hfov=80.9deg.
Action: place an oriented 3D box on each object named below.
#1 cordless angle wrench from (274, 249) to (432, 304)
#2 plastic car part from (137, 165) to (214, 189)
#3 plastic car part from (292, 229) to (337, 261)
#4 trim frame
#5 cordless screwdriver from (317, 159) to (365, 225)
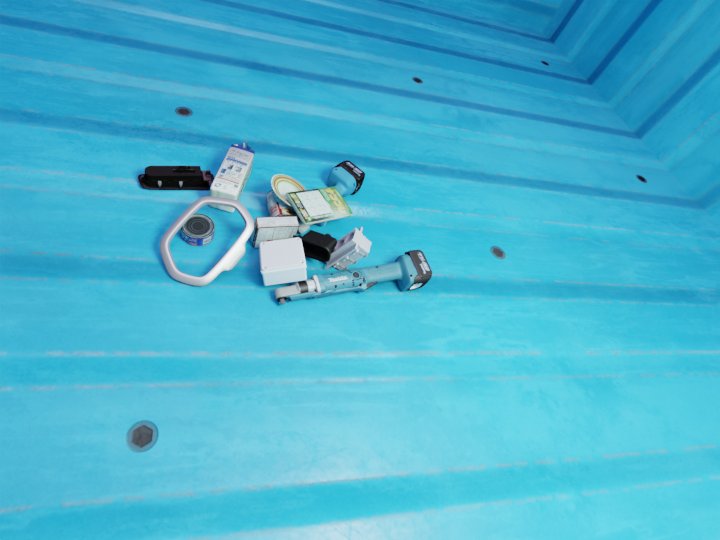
[{"bbox_3d":[-0.018,0.025,1.092,0.411,0.074,0.101,-10,64,-21],"label":"cordless angle wrench"},{"bbox_3d":[-0.504,-0.258,1.164,0.197,0.067,0.069,-8,64,-21],"label":"plastic car part"},{"bbox_3d":[-0.108,-0.071,1.103,0.122,0.063,0.070,16,49,30],"label":"plastic car part"},{"bbox_3d":[-0.373,-0.077,1.034,0.186,0.027,0.248,32,67,5],"label":"trim frame"},{"bbox_3d":[-0.107,-0.250,1.282,0.163,0.073,0.246,35,54,10],"label":"cordless screwdriver"}]
